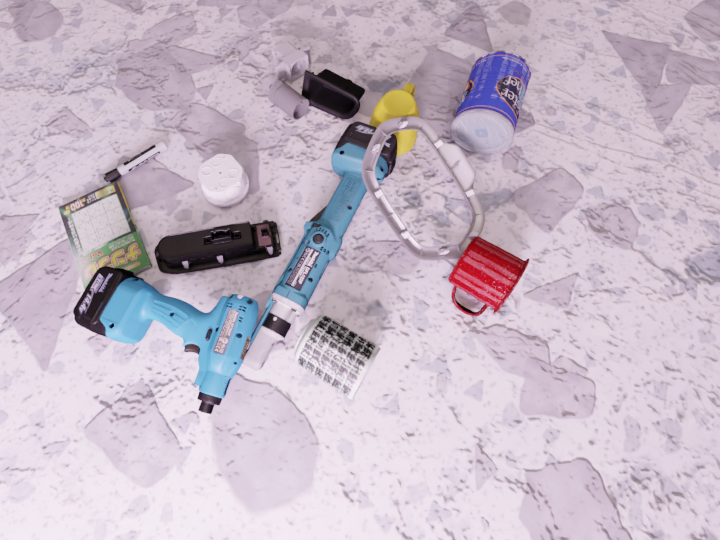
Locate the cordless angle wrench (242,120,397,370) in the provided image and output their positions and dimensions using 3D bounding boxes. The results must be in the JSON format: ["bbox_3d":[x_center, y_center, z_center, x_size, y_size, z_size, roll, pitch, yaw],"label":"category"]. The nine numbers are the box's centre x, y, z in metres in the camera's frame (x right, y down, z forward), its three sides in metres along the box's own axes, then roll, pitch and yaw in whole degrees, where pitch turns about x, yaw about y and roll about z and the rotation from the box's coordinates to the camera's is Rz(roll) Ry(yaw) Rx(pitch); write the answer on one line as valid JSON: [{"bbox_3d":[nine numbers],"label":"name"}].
[{"bbox_3d":[-0.065,-0.042,0.662,0.100,0.072,0.424,23,73,11],"label":"cordless angle wrench"}]

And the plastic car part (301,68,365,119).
[{"bbox_3d":[-0.043,-0.334,0.787,0.118,0.065,0.071,26,57,7],"label":"plastic car part"}]

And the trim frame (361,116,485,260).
[{"bbox_3d":[0.105,-0.130,0.667,0.181,0.028,0.247,-36,93,-22],"label":"trim frame"}]

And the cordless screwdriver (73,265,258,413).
[{"bbox_3d":[-0.280,0.091,0.598,0.254,0.072,0.161,12,70,11],"label":"cordless screwdriver"}]

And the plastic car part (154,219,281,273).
[{"bbox_3d":[-0.232,-0.039,0.670,0.203,0.066,0.067,-12,77,-1],"label":"plastic car part"}]
